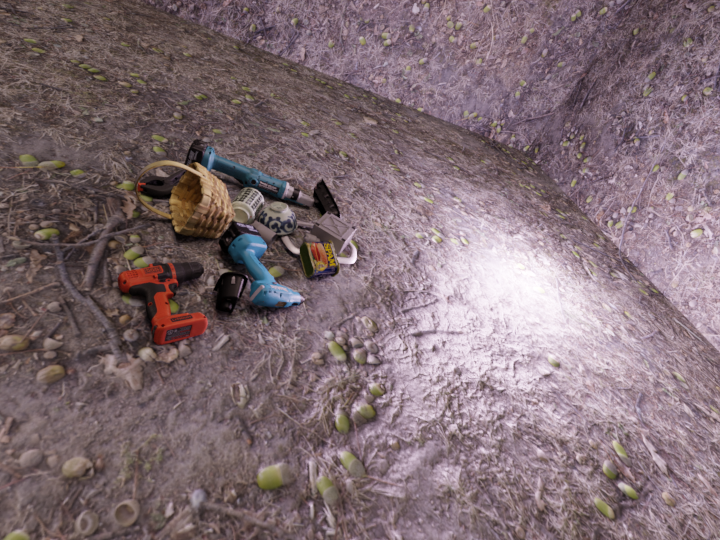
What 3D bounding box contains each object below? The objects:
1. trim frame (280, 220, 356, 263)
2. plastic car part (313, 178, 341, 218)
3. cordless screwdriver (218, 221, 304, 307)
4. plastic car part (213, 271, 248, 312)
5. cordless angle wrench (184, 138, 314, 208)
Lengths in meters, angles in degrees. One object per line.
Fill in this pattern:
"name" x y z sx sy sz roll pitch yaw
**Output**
"trim frame" -0.124 -0.081 1.269 0.239 0.027 0.192 10 36 -24
"plastic car part" -0.119 -0.229 1.433 0.065 0.065 0.213 -8 47 -28
"cordless screwdriver" -0.242 -0.008 1.049 0.151 0.075 0.261 17 30 -53
"plastic car part" -0.288 0.056 0.924 0.064 0.117 0.072 16 60 -19
"cordless angle wrench" -0.343 -0.294 1.355 0.411 0.097 0.077 20 32 -15
